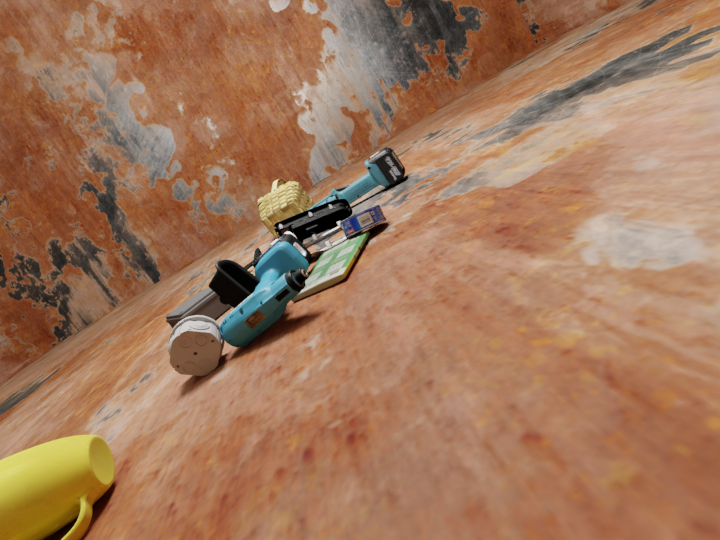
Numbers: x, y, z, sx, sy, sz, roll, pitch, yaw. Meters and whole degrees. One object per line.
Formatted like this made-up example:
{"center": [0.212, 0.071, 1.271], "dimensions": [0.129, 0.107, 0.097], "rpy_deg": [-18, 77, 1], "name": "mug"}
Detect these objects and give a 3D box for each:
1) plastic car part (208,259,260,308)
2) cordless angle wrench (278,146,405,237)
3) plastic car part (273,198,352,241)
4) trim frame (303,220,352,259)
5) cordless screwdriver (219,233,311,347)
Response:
{"center": [-0.230, 0.038, 0.784], "dimensions": [0.071, 0.116, 0.066], "rpy_deg": [-53, 4, 22], "name": "plastic car part"}
{"center": [-0.072, -0.196, 1.214], "dimensions": [0.431, 0.096, 0.074], "rpy_deg": [-29, 13, 23], "name": "cordless angle wrench"}
{"center": [-0.111, -0.121, 1.055], "dimensions": [0.201, 0.064, 0.070], "rpy_deg": [-25, 24, -9], "name": "plastic car part"}
{"center": [-0.092, -0.060, 0.945], "dimensions": [0.254, 0.027, 0.185], "rpy_deg": [-23, 19, 23], "name": "trim frame"}
{"center": [-0.131, 0.009, 0.695], "dimensions": [0.161, 0.072, 0.252], "rpy_deg": [-39, 16, 18], "name": "cordless screwdriver"}
